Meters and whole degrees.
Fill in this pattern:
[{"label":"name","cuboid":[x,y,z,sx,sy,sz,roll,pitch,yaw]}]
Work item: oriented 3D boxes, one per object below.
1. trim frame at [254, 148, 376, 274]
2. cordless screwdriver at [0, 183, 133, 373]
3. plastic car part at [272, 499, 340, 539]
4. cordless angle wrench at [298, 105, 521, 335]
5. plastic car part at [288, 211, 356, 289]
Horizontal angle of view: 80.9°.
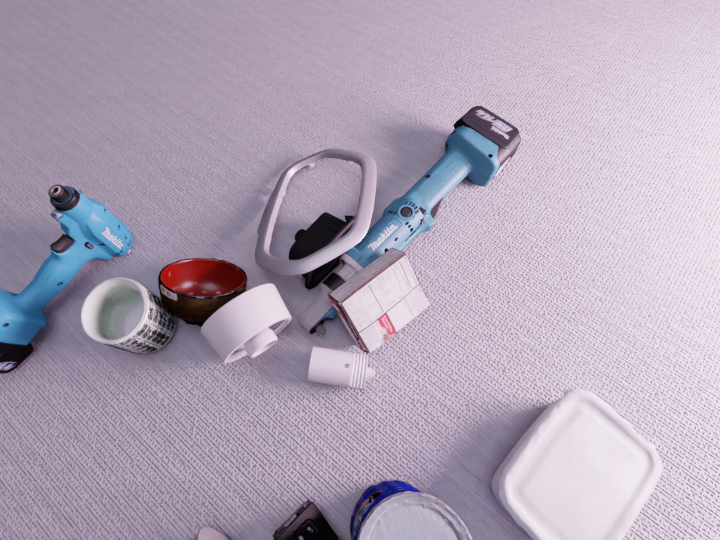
[{"label":"trim frame","cuboid":[-0.067,-0.093,0.607,0.190,0.026,0.254,-8,52,20]},{"label":"cordless screwdriver","cuboid":[-0.421,0.007,0.542,0.076,0.155,0.248,35,73,11]},{"label":"plastic car part","cuboid":[-0.019,0.349,0.422,0.211,0.064,0.067,44,112,21]},{"label":"cordless angle wrench","cuboid":[0.065,-0.072,0.611,0.101,0.072,0.420,40,75,15]},{"label":"plastic car part","cuboid":[-0.059,-0.039,0.605,0.116,0.063,0.074,-43,62,-14]}]
